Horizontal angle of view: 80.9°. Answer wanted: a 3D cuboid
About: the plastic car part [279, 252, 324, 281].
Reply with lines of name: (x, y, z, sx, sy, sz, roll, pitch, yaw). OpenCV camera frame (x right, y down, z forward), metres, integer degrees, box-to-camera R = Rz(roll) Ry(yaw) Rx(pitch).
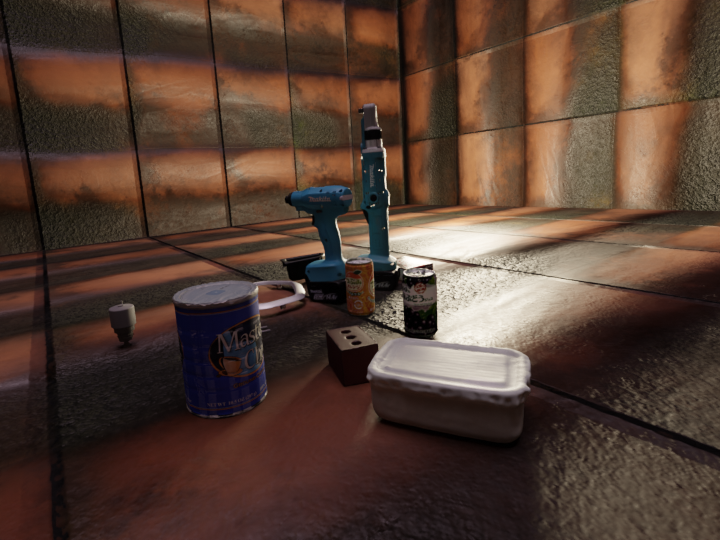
plastic car part: (-0.144, -0.003, 1.096, 0.114, 0.070, 0.068, -7, 12, -17)

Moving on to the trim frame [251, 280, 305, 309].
trim frame: (-0.219, 0.056, 0.953, 0.182, 0.027, 0.255, -6, 13, -11)

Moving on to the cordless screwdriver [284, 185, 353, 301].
cordless screwdriver: (-0.091, -0.060, 0.931, 0.166, 0.246, 0.072, 3, 11, 31)

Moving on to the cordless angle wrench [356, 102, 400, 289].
cordless angle wrench: (0.034, -0.168, 0.979, 0.101, 0.418, 0.073, 0, 10, 18)
